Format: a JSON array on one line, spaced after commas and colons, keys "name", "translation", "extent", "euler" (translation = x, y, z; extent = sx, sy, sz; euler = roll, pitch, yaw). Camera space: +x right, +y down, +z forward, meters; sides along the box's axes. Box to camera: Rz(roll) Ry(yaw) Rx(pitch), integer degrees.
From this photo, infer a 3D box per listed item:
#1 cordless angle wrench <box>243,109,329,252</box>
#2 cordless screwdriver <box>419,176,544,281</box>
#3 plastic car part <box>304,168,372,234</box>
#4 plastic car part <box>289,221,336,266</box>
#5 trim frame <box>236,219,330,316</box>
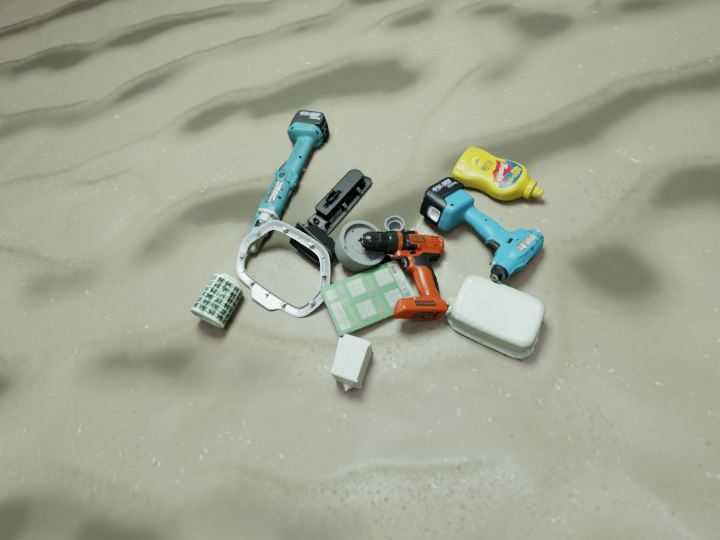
[{"name": "cordless angle wrench", "translation": [-0.194, -0.229, 1.082], "extent": [0.101, 0.071, 0.426], "euler": [13, 66, 18]}, {"name": "cordless screwdriver", "translation": [0.233, -0.086, 0.880], "extent": [0.156, 0.072, 0.260], "euler": [-36, 61, -29]}, {"name": "plastic car part", "translation": [-0.054, -0.176, 1.025], "extent": [0.070, 0.064, 0.202], "euler": [31, 68, 32]}, {"name": "plastic car part", "translation": [-0.094, -0.062, 0.965], "extent": [0.120, 0.065, 0.069], "euler": [38, 39, 16]}, {"name": "trim frame", "translation": [-0.176, -0.006, 0.940], "extent": [0.258, 0.026, 0.184], "euler": [31, 95, 21]}]
